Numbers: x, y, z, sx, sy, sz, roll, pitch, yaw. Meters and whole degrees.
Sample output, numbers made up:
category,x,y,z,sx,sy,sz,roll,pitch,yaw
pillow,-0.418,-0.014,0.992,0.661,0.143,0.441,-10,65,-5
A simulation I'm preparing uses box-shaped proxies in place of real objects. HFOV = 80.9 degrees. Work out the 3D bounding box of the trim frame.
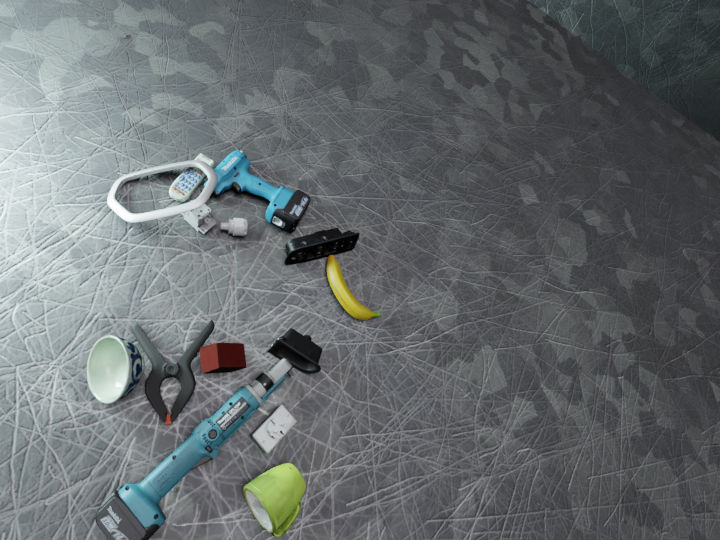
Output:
category,x,y,z,sx,sy,sz,roll,pitch,yaw
trim frame,-0.450,-0.187,0.968,0.245,0.026,0.192,-18,56,-10

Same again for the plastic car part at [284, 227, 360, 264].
category,x,y,z,sx,sy,sz,roll,pitch,yaw
plastic car part,-0.104,-0.068,1.060,0.197,0.066,0.069,-21,67,-27

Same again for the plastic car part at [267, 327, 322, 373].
category,x,y,z,sx,sy,sz,roll,pitch,yaw
plastic car part,-0.135,0.172,0.942,0.114,0.066,0.072,31,45,-10

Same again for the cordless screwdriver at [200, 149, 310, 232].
category,x,y,z,sx,sy,sz,roll,pitch,yaw
cordless screwdriver,-0.260,-0.182,1.051,0.249,0.074,0.159,33,60,1

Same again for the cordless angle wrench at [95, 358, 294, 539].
category,x,y,z,sx,sy,sz,roll,pitch,yaw
cordless angle wrench,-0.286,0.318,0.809,0.099,0.075,0.417,46,57,2
